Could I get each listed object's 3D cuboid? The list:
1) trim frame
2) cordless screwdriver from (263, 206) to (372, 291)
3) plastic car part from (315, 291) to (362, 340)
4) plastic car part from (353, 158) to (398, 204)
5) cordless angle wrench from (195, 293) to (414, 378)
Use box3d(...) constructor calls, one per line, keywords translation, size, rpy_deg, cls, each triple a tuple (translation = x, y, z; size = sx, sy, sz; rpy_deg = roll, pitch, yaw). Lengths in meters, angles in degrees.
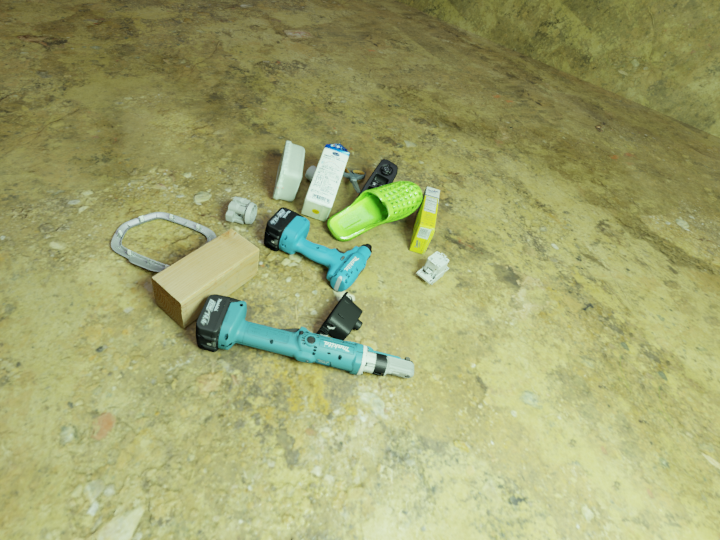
box3d(translation=(-0.451, -0.065, 0.983), size=(0.252, 0.027, 0.185), rpy_deg=(21, 47, 7), cls="trim frame")
box3d(translation=(-0.100, -0.065, 1.020), size=(0.255, 0.073, 0.158), rpy_deg=(31, 48, 13), cls="cordless screwdriver")
box3d(translation=(-0.032, 0.102, 0.885), size=(0.072, 0.066, 0.115), rpy_deg=(39, 46, 3), cls="plastic car part")
box3d(translation=(0.046, -0.222, 1.186), size=(0.069, 0.064, 0.203), rpy_deg=(22, 70, 17), cls="plastic car part")
box3d(translation=(-0.101, 0.146, 0.819), size=(0.423, 0.073, 0.100), rpy_deg=(14, 46, -1), cls="cordless angle wrench")
